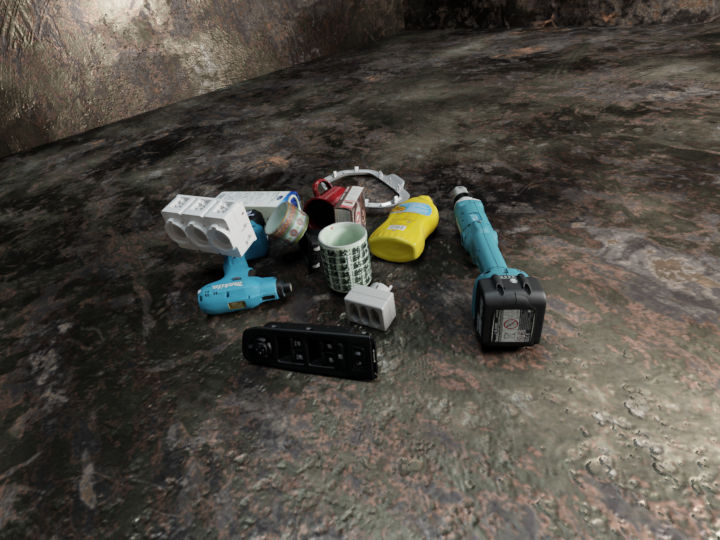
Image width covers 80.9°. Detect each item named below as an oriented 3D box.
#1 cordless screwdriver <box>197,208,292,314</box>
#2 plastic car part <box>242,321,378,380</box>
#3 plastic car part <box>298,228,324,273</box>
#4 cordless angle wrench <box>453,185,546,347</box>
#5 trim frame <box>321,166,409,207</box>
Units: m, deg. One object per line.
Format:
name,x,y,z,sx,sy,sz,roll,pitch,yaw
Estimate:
cordless screwdriver,-0.209,-0.023,0.807,0.160,0.071,0.258,-11,39,2
plastic car part,-0.074,0.102,0.600,0.208,0.064,0.067,0,26,16
plastic car part,-0.081,-0.053,0.825,0.069,0.064,0.121,-2,29,-14
cordless angle wrench,0.198,-0.050,0.706,0.075,0.095,0.432,-3,33,5
trim frame,0.009,-0.202,1.005,0.180,0.027,0.261,-12,32,-18
